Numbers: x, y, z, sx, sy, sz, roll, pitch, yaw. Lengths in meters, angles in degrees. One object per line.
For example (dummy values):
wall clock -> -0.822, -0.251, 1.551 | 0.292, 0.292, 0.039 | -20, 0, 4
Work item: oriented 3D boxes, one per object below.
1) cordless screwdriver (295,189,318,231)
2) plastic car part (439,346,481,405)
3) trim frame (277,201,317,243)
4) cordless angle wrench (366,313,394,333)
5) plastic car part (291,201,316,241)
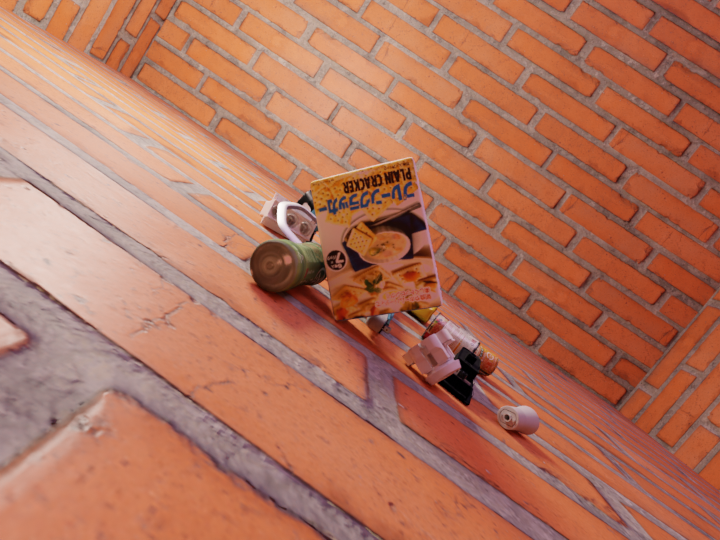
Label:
cordless screwdriver -> -0.083, -0.091, 1.069 | 0.258, 0.075, 0.152 | 53, 24, 20
plastic car part -> 0.177, 0.170, 0.739 | 0.069, 0.067, 0.196 | 30, 3, 17
trim frame -> -0.091, -0.059, 0.926 | 0.250, 0.028, 0.182 | 43, 26, 1
cordless angle wrench -> 0.047, 0.057, 0.864 | 0.099, 0.074, 0.418 | 34, 9, 2
plastic car part -> -0.165, -0.122, 1.160 | 0.112, 0.066, 0.073 | 35, 22, -21
